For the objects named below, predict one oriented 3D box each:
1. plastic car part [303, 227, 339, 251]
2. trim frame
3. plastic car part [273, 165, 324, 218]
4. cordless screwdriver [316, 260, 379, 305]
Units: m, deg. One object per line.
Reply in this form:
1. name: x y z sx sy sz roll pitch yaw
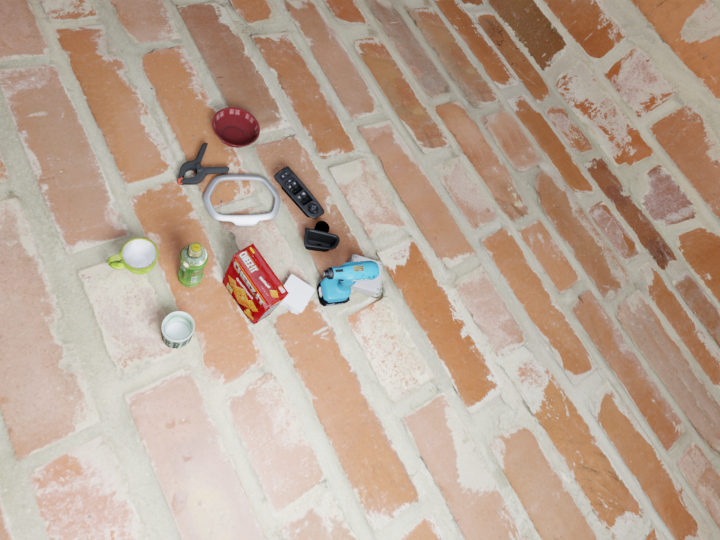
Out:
1. plastic car part: -0.133 -0.087 1.364 0.113 0.071 0.067 12 64 -17
2. trim frame: -0.379 -0.229 1.362 0.240 0.028 0.189 -5 68 -23
3. plastic car part: -0.207 -0.248 1.412 0.204 0.067 0.065 47 59 4
4. cordless screwdriver: -0.067 0.037 1.228 0.154 0.251 0.076 -3 72 -25
